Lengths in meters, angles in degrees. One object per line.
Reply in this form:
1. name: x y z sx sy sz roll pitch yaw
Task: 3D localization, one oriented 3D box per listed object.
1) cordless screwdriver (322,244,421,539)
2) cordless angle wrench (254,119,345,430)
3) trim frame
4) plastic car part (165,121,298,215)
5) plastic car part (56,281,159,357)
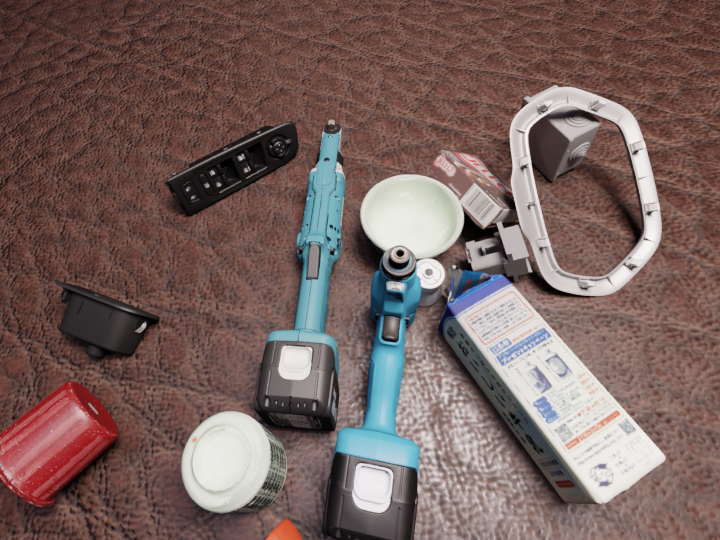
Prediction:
1. cordless screwdriver: 0.022 0.108 0.393 0.075 0.154 0.253 7 63 6
2. cordless angle wrench: -0.052 -0.034 0.528 0.075 0.094 0.433 1 56 4
3. trim frame: 0.261 -0.093 0.492 0.183 0.028 0.248 -12 91 -6
4. plastic car part: -0.185 -0.160 0.628 0.201 0.063 0.071 -29 37 -9
5. plastic car part: -0.315 0.066 0.514 0.119 0.064 0.071 20 79 12
